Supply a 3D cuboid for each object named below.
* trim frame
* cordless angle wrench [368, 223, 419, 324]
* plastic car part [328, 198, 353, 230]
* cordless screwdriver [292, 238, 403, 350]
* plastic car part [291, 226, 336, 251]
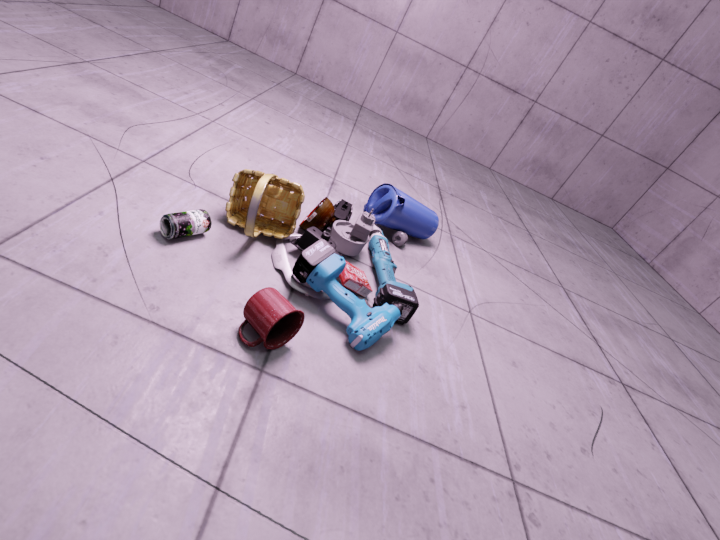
[{"bbox_3d":[-0.128,-0.015,1.043,0.176,0.027,0.260,10,35,-28],"label":"trim frame"},{"bbox_3d":[0.064,-0.024,1.168,0.095,0.074,0.437,18,29,-17],"label":"cordless angle wrench"},{"bbox_3d":[-0.059,-0.175,1.315,0.066,0.067,0.204,33,32,-8],"label":"plastic car part"},{"bbox_3d":[-0.025,0.041,0.937,0.155,0.074,0.256,-29,70,-39],"label":"cordless screwdriver"},{"bbox_3d":[-0.103,-0.067,1.054,0.121,0.070,0.064,35,31,18],"label":"plastic car part"}]
